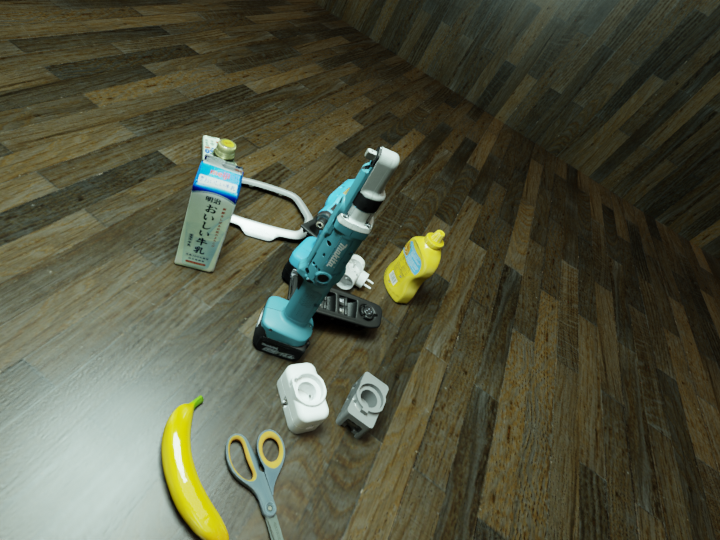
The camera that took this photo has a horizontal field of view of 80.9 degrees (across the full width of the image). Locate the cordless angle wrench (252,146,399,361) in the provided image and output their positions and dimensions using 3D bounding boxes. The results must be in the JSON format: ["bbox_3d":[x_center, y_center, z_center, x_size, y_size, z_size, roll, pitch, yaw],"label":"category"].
[{"bbox_3d":[-0.056,-0.006,0.632,0.096,0.422,0.076,23,41,-14],"label":"cordless angle wrench"}]

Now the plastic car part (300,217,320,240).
[{"bbox_3d":[-0.082,-0.053,0.937,0.120,0.071,0.064,43,41,14],"label":"plastic car part"}]

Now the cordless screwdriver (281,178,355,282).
[{"bbox_3d":[-0.078,-0.051,0.800,0.075,0.248,0.158,36,40,2],"label":"cordless screwdriver"}]

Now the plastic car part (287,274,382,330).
[{"bbox_3d":[-0.052,0.076,0.824,0.197,0.067,0.068,16,43,-16],"label":"plastic car part"}]

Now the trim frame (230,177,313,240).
[{"bbox_3d":[-0.226,-0.144,0.979,0.241,0.027,0.190,15,42,-17],"label":"trim frame"}]
